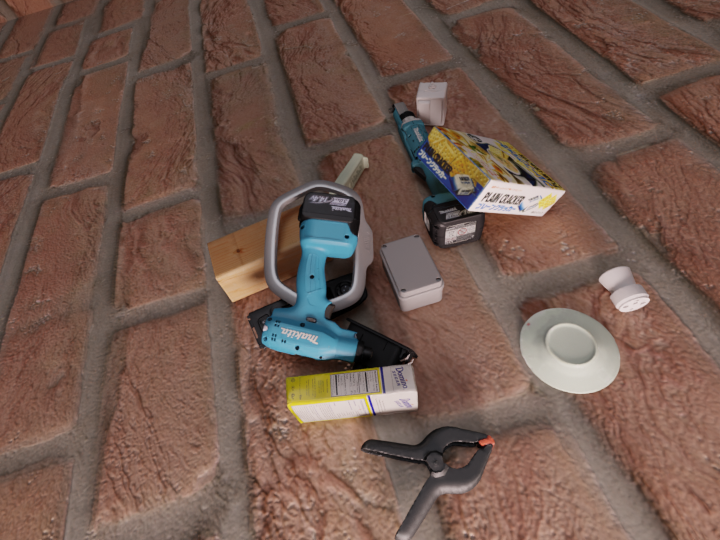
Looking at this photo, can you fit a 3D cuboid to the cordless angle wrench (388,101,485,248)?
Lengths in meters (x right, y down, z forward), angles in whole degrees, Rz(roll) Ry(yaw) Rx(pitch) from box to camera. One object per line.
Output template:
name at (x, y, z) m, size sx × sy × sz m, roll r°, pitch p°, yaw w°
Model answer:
cordless angle wrench at (0.134, -0.231, 0.875) m, size 0.098 × 0.071 × 0.440 m, roll -14°, pitch 51°, yaw 1°

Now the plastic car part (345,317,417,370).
plastic car part at (0.018, 0.129, 0.652) m, size 0.122 × 0.063 × 0.071 m, roll 19°, pitch 75°, yaw 28°

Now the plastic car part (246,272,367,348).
plastic car part at (-0.080, 0.070, 0.706) m, size 0.201 × 0.064 × 0.069 m, roll -25°, pitch 57°, yaw -10°

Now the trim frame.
trim frame at (-0.070, -0.046, 0.716) m, size 0.184 × 0.027 × 0.255 m, roll -2°, pitch 65°, yaw 1°

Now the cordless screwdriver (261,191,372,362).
cordless screwdriver at (-0.043, 0.011, 0.644) m, size 0.161 × 0.073 × 0.252 m, roll 11°, pitch 72°, yaw 4°
